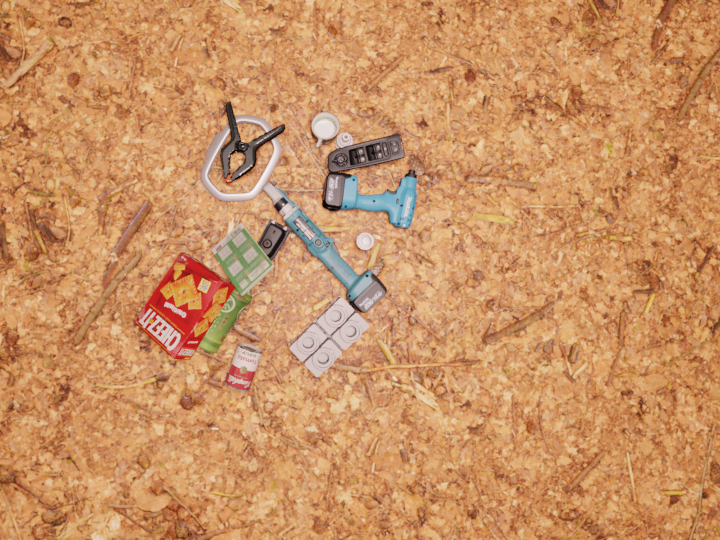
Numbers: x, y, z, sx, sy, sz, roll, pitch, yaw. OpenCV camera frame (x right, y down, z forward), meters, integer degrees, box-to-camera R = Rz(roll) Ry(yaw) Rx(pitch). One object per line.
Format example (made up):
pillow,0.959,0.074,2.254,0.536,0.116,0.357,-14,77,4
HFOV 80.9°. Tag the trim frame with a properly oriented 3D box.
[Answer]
trim frame,-0.321,-0.299,1.130,0.183,0.027,0.248,28,88,-2

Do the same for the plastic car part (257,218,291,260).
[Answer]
plastic car part,-0.236,-0.074,1.097,0.066,0.071,0.116,29,83,-3

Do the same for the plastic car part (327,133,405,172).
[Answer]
plastic car part,0.010,-0.306,1.122,0.203,0.067,0.066,-12,97,1

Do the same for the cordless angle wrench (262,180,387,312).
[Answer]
cordless angle wrench,-0.108,-0.071,1.105,0.098,0.074,0.425,-43,87,-5

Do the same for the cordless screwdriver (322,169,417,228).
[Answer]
cordless screwdriver,0.028,-0.211,1.117,0.246,0.075,0.159,12,86,-6
